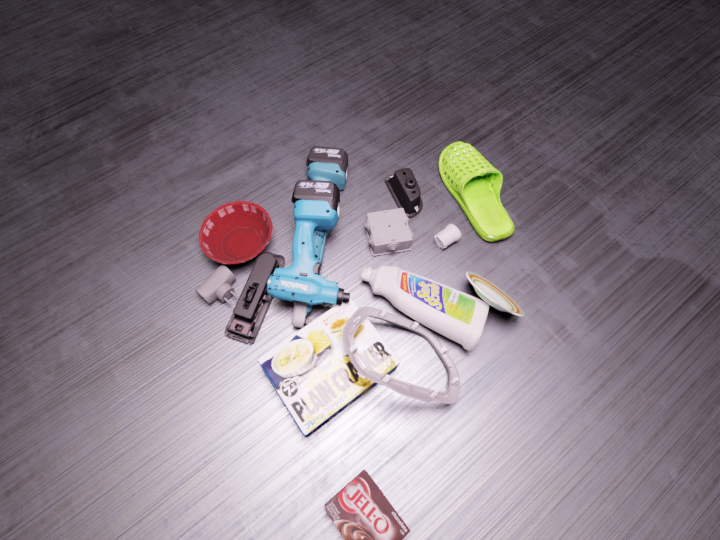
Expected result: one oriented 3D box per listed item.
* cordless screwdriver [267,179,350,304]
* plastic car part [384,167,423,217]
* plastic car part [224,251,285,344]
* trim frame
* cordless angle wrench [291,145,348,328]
[{"bbox_3d":[-0.083,-0.054,0.845,0.162,0.072,0.252,8,72,8],"label":"cordless screwdriver"},{"bbox_3d":[0.109,-0.189,0.971,0.065,0.069,0.121,-17,61,-7],"label":"plastic car part"},{"bbox_3d":[-0.218,0.042,0.873,0.068,0.064,0.205,12,61,13],"label":"plastic car part"},{"bbox_3d":[0.078,0.149,0.758,0.240,0.027,0.190,22,37,-18],"label":"trim frame"},{"bbox_3d":[-0.101,-0.081,0.927,0.099,0.072,0.430,6,65,4],"label":"cordless angle wrench"}]
